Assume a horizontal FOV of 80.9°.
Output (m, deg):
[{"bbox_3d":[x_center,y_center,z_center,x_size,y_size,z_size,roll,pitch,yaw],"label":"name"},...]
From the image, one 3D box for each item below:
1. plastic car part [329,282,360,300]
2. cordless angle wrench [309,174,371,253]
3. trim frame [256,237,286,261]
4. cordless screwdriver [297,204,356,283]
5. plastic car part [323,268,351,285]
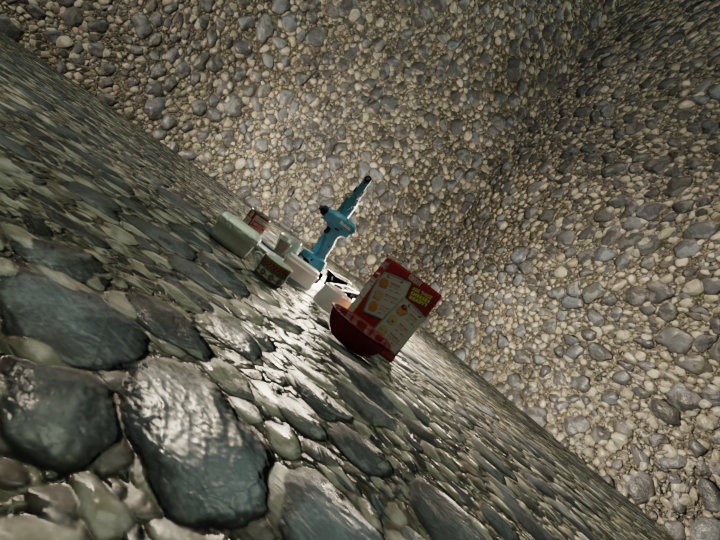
[{"bbox_3d":[-0.062,0.077,1.413,0.069,0.067,0.194,37,2,20],"label":"plastic car part"},{"bbox_3d":[-0.091,-0.169,1.534,0.075,0.423,0.097,36,2,0],"label":"cordless angle wrench"},{"bbox_3d":[-0.334,-0.095,1.381,0.256,0.027,0.179,37,2,14],"label":"trim frame"},{"bbox_3d":[-0.137,-0.090,1.406,0.150,0.249,0.078,35,3,-37],"label":"cordless screwdriver"},{"bbox_3d":[-0.089,0.051,1.538,0.110,0.071,0.070,34,3,-46],"label":"plastic car part"}]
